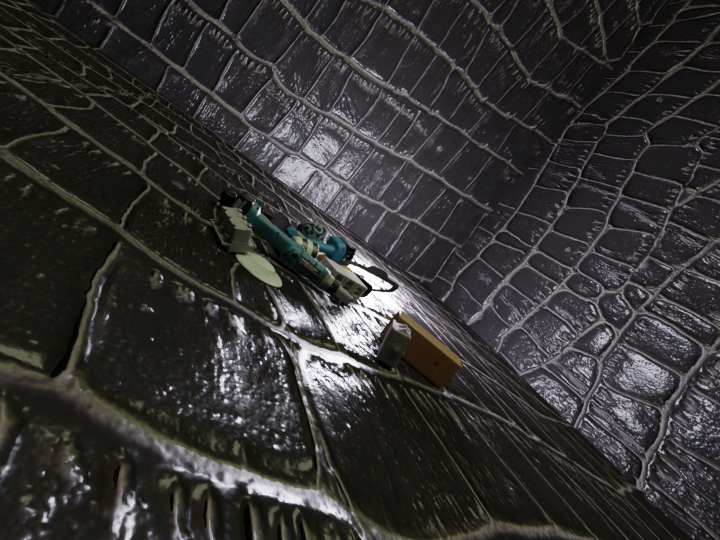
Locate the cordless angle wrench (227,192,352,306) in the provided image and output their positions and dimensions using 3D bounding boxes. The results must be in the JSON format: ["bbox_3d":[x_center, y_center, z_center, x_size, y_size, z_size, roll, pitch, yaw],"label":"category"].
[{"bbox_3d":[-0.181,-0.044,1.135,0.412,0.098,0.076,40,5,-13],"label":"cordless angle wrench"}]

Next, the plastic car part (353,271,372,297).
[{"bbox_3d":[-0.021,0.046,1.458,0.075,0.066,0.110,27,-7,47],"label":"plastic car part"}]

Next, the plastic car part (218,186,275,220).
[{"bbox_3d":[-0.349,-0.190,1.265,0.070,0.067,0.192,53,12,34],"label":"plastic car part"}]

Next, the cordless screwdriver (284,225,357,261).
[{"bbox_3d":[-0.145,-0.095,1.484,0.236,0.074,0.168,10,24,-37],"label":"cordless screwdriver"}]

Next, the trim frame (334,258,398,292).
[{"bbox_3d":[0.016,0.021,1.468,0.240,0.028,0.189,30,-25,-18],"label":"trim frame"}]
